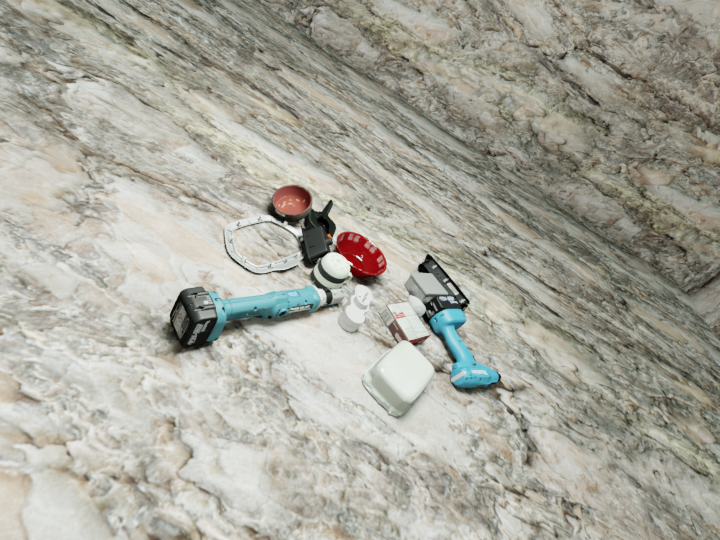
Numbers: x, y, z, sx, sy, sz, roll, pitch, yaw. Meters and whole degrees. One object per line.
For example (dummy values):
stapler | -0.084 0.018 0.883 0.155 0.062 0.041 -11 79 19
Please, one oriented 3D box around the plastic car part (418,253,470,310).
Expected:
plastic car part | 0.240 0.042 1.288 0.065 0.065 0.212 -18 58 -20

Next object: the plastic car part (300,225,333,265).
plastic car part | -0.108 -0.071 1.107 0.062 0.071 0.122 55 12 -48

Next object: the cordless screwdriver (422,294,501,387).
cordless screwdriver | 0.269 0.188 1.122 0.152 0.075 0.260 9 46 -33

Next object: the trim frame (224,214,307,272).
trim frame | -0.231 -0.071 1.066 0.190 0.027 0.240 47 35 15

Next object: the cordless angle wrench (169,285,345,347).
cordless angle wrench | -0.178 0.072 0.886 0.403 0.098 0.078 -6 49 -47
